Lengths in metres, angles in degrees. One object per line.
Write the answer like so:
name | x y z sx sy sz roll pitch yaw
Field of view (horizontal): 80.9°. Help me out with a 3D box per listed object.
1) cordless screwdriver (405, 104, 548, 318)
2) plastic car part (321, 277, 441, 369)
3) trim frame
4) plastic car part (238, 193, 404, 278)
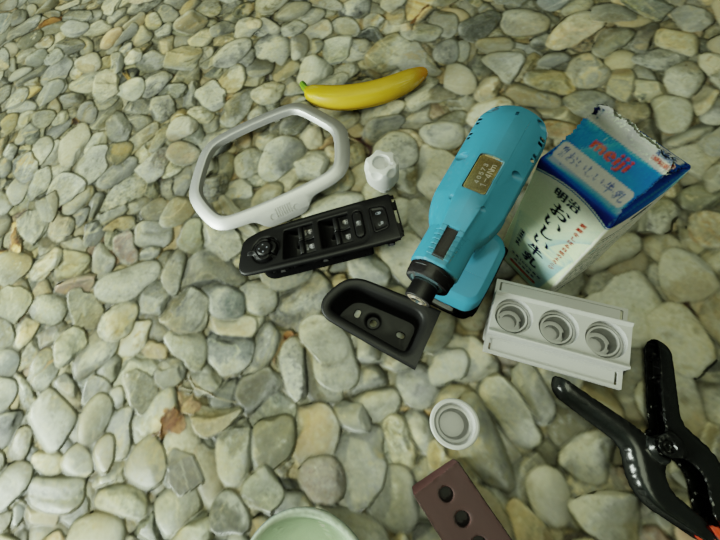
cordless screwdriver | 0.088 -0.012 0.388 0.077 0.240 0.159 28 75 16
plastic car part | 0.019 0.056 0.469 0.121 0.068 0.066 24 74 19
trim frame | -0.134 -0.151 0.611 0.249 0.026 0.191 -24 65 1
plastic car part | -0.051 -0.033 0.523 0.205 0.064 0.068 -12 67 6
